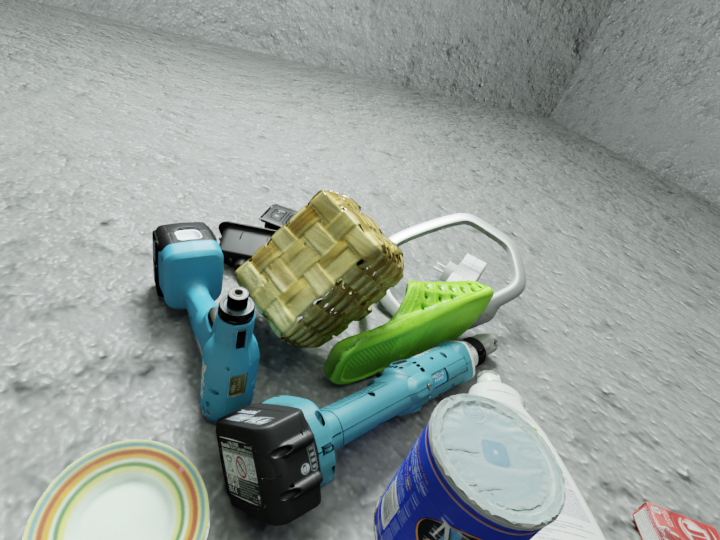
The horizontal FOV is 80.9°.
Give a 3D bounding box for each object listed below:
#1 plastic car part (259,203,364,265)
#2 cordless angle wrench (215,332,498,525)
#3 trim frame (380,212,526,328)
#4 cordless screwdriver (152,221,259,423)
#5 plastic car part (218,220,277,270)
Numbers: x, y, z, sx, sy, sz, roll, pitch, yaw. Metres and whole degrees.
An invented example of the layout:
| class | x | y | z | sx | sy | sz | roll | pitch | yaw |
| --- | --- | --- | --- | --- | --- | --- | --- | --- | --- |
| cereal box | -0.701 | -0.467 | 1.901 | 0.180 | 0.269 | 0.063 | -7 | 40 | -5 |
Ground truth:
| class | x | y | z | sx | sy | sz | roll | pitch | yaw |
| --- | --- | --- | --- | --- | --- | --- | --- | --- | --- |
| plastic car part | -0.069 | -0.045 | 0.701 | 0.206 | 0.066 | 0.066 | 18 | 25 | 8 |
| cordless angle wrench | 0.048 | 0.131 | 0.478 | 0.405 | 0.075 | 0.102 | -11 | -3 | -44 |
| trim frame | 0.140 | 0.002 | 0.669 | 0.245 | 0.027 | 0.191 | -20 | 67 | -12 |
| cordless screwdriver | -0.175 | 0.023 | 0.473 | 0.071 | 0.156 | 0.263 | -7 | 38 | -32 |
| plastic car part | -0.168 | -0.026 | 0.648 | 0.116 | 0.065 | 0.073 | 10 | 47 | -5 |
